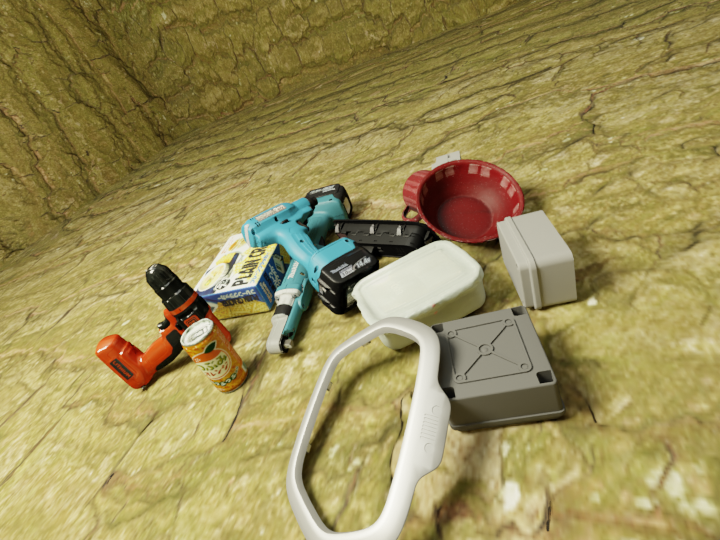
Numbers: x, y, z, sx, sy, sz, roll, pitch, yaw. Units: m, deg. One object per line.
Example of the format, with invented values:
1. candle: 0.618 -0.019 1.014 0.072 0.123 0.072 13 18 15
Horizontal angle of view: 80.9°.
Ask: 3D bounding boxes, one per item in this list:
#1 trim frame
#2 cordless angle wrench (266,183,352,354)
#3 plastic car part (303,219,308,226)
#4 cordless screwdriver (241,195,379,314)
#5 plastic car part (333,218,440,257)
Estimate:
1. trim frame: 0.004 0.157 0.441 0.191 0.026 0.251 -15 43 42
2. cordless angle wrench: -0.098 -0.019 0.783 0.101 0.071 0.430 -12 37 20
3. plastic car part: -0.145 -0.114 0.967 0.073 0.064 0.116 -21 25 36
4. cordless screwdriver: -0.070 -0.046 0.715 0.156 0.072 0.262 -33 51 -30
5. plastic car part: 0.035 -0.054 0.742 0.213 0.063 0.067 2 50 38
